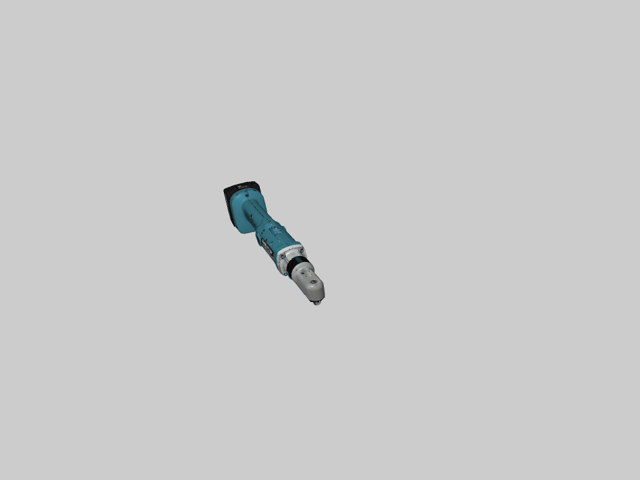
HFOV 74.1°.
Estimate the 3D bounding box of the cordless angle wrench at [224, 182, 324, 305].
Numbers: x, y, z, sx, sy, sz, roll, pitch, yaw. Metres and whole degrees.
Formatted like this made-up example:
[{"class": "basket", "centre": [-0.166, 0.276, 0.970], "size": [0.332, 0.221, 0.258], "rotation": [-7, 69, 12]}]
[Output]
[{"class": "cordless angle wrench", "centre": [-0.090, -0.006, 0.788], "size": [0.074, 0.098, 0.422], "rotation": [-18, 30, -19]}]
